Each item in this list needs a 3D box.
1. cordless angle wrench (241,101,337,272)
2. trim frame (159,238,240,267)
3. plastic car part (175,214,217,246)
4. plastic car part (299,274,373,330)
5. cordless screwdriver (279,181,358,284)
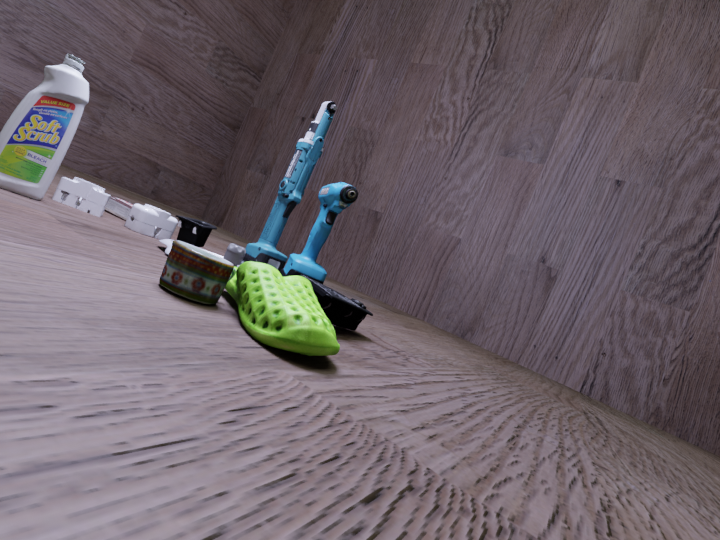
[{"bbox_3d":[-0.150,-0.176,0.926,0.070,0.423,0.103,24,-2,-42],"label":"cordless angle wrench"},{"bbox_3d":[-0.266,-0.012,0.779,0.262,0.027,0.174,23,0,35],"label":"trim frame"},{"bbox_3d":[-0.368,-0.078,0.940,0.067,0.071,0.115,23,-1,2],"label":"plastic car part"},{"bbox_3d":[-0.037,0.064,0.697,0.070,0.067,0.193,23,-1,28],"label":"plastic car part"},{"bbox_3d":[-0.078,-0.051,0.802,0.072,0.249,0.164,24,-1,-19],"label":"cordless screwdriver"}]
